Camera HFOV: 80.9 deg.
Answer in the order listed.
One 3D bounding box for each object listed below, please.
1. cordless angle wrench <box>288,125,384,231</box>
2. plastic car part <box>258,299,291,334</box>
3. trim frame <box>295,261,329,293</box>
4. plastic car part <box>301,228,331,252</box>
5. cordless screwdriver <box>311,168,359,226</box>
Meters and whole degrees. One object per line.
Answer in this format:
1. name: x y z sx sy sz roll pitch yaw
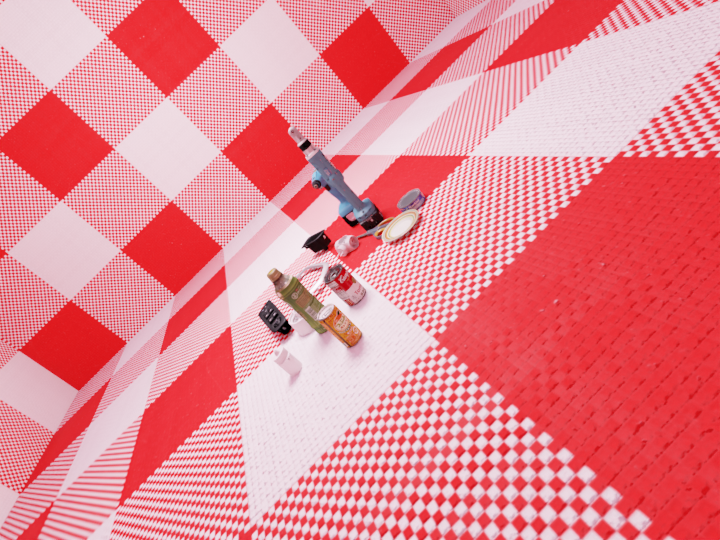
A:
1. cordless angle wrench: -0.085 -0.303 1.378 0.075 0.409 0.100 -39 20 15
2. plastic car part: -0.270 0.158 1.350 0.066 0.064 0.211 -48 24 -10
3. trim frame: -0.190 0.045 1.453 0.258 0.026 0.184 -7 44 54
4. plastic car part: -0.155 -0.101 1.582 0.120 0.068 0.066 -19 32 46
5. cordless screwdriver: -0.083 -0.261 1.515 0.075 0.240 0.162 -35 22 24
